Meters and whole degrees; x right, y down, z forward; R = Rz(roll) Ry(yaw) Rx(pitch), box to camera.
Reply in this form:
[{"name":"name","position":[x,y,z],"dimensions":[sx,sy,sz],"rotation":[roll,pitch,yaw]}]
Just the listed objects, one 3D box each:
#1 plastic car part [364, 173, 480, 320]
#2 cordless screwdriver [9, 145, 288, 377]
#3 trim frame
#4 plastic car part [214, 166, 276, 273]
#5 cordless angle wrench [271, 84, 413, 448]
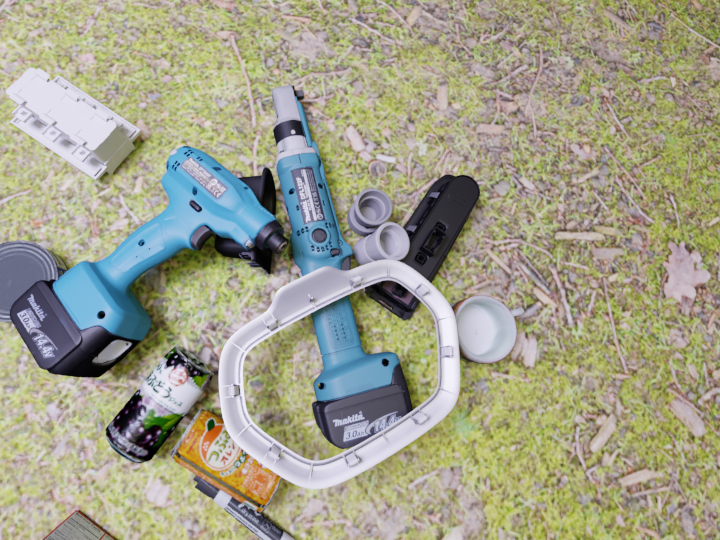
[{"name":"plastic car part","position":[0.085,-0.044,0.513],"dimensions":[0.067,0.066,0.203],"rotation":[32,72,5]},{"name":"cordless screwdriver","position":[-0.201,0.002,0.423],"dimensions":[0.165,0.072,0.248],"rotation":[38,79,17]},{"name":"trim frame","position":[-0.015,0.088,0.408],"dimensions":[0.246,0.027,0.189],"rotation":[-26,75,-11]},{"name":"plastic car part","position":[-0.138,-0.059,0.492],"dimensions":[0.072,0.064,0.118],"rotation":[-2,73,4]},{"name":"cordless angle wrench","position":[-0.048,-0.031,0.489],"dimensions":[0.096,0.074,0.431],"rotation":[-13,76,-11]}]
